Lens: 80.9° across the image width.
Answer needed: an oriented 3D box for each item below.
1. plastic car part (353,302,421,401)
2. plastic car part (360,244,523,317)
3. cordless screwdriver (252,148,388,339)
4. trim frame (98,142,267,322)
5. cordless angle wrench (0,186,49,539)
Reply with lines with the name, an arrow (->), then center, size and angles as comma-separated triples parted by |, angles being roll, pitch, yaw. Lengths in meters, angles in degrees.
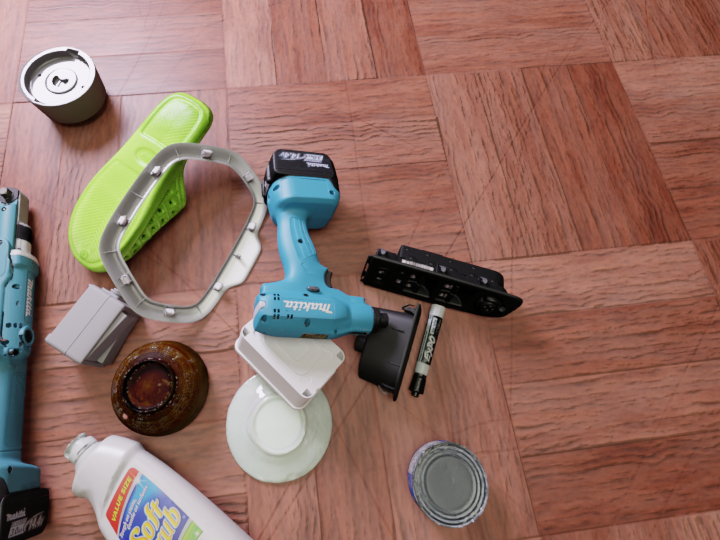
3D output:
plastic car part -> 0.030, 0.094, 0.533 | 0.073, 0.063, 0.117 | 17, 74, 17
plastic car part -> 0.107, 0.011, 0.564 | 0.205, 0.065, 0.068 | 19, 45, 5
cordless screwdriver -> -0.053, -0.034, 0.539 | 0.155, 0.074, 0.256 | 5, 58, -18
trim frame -> -0.216, -0.053, 0.550 | 0.175, 0.029, 0.250 | 36, 66, -30
cordless angle wrench -> -0.426, 0.086, 0.506 | 0.073, 0.096, 0.436 | -12, 67, -9
